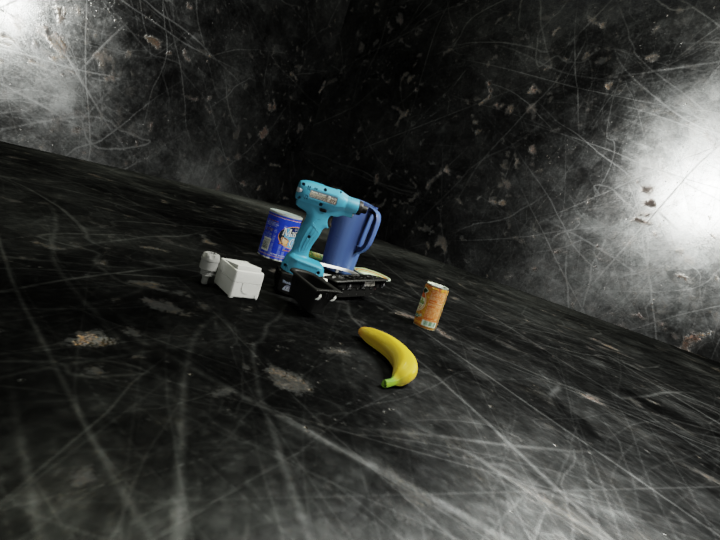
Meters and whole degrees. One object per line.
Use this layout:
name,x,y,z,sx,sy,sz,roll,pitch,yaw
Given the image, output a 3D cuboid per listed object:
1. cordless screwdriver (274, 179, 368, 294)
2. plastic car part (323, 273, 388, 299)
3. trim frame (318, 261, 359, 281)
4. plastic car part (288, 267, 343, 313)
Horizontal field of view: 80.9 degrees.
cordless screwdriver,-0.090,-0.059,0.921,0.156,0.248,0.076,16,7,-13
plastic car part,-0.019,0.038,1.051,0.070,0.067,0.192,24,11,39
trim frame,-0.085,0.009,1.227,0.242,0.027,0.190,15,9,-16
plastic car part,-0.101,0.047,0.829,0.062,0.070,0.123,11,11,-41
